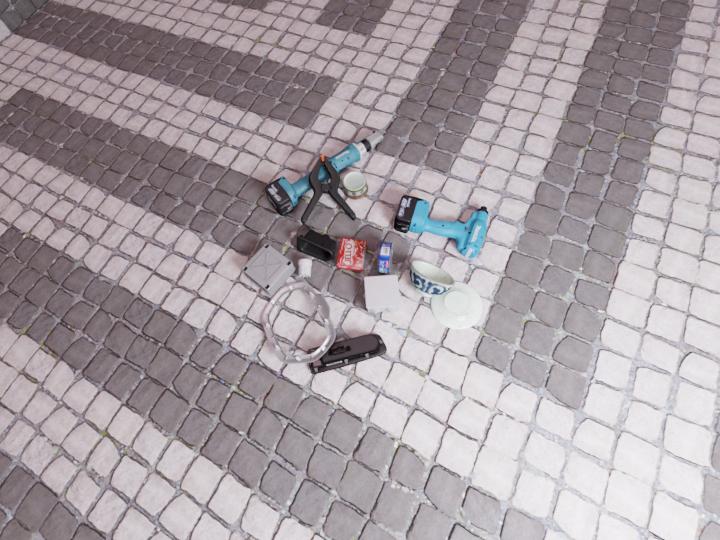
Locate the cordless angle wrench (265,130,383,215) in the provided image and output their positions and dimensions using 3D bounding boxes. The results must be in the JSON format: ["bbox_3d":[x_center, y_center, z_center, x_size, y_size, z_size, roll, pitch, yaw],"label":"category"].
[{"bbox_3d":[-0.099,-0.323,1.331,0.419,0.072,0.102,-35,66,-11],"label":"cordless angle wrench"}]

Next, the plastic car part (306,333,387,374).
[{"bbox_3d":[-0.036,0.201,1.071,0.203,0.064,0.069,-13,57,-2],"label":"plastic car part"}]

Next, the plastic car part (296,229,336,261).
[{"bbox_3d":[-0.120,-0.078,1.222,0.119,0.064,0.071,20,54,12],"label":"plastic car part"}]

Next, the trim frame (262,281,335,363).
[{"bbox_3d":[-0.165,0.133,1.112,0.184,0.026,0.262,-32,50,-2],"label":"trim frame"}]

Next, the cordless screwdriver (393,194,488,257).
[{"bbox_3d":[0.229,-0.147,1.195,0.255,0.072,0.160,21,68,13],"label":"cordless screwdriver"}]
